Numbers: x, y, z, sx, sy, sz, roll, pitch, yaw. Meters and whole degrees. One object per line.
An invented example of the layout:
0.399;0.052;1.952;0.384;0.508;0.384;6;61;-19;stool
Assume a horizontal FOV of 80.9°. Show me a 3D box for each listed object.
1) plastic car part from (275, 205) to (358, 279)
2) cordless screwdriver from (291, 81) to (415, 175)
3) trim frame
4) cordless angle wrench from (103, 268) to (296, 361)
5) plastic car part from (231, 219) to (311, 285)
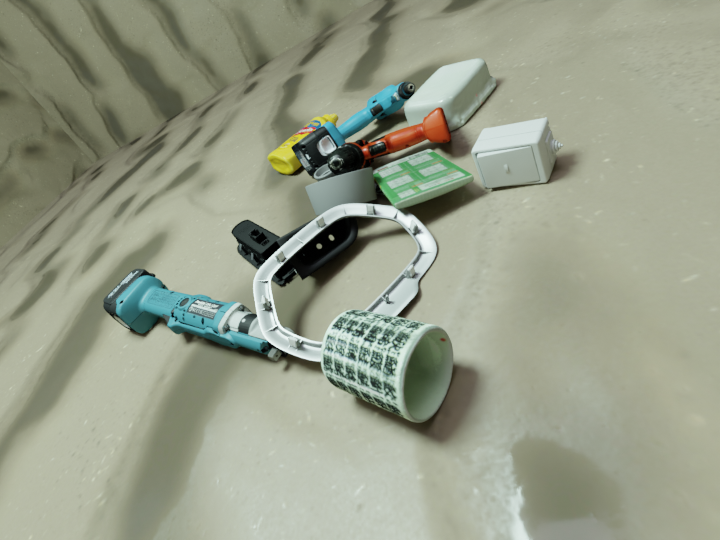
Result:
-0.060;-0.039;0.612;0.115;0.066;0.071;-33;-2;-20;plastic car part
-0.011;-0.287;0.836;0.247;0.072;0.165;-39;18;-13;cordless screwdriver
-0.021;-0.001;0.519;0.194;0.026;0.246;35;65;30;trim frame
-0.250;0.066;0.634;0.445;0.071;0.098;5;49;39;cordless angle wrench
-0.166;-0.041;0.704;0.066;0.064;0.214;-49;35;-11;plastic car part
